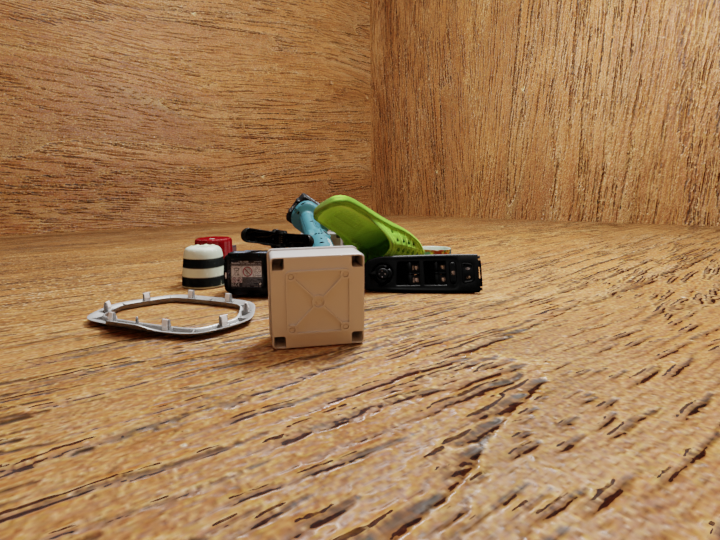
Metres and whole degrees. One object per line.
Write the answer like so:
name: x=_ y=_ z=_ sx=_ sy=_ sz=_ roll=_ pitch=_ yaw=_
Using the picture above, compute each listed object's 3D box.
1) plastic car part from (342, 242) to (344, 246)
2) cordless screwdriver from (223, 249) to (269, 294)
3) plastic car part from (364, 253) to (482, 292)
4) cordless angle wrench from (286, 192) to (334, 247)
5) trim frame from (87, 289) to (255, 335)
plastic car part: x=-0.002 y=-0.029 z=0.980 sx=0.112 sy=0.066 sz=0.073 roll=-3 pitch=-6 yaw=-32
cordless screwdriver: x=-0.197 y=-0.007 z=0.834 sx=0.163 sy=0.074 sz=0.245 roll=1 pitch=6 yaw=11
plastic car part: x=0.103 y=0.005 z=0.748 sx=0.204 sy=0.066 sz=0.066 roll=-1 pitch=-1 yaw=3
cordless angle wrench: x=-0.084 y=-0.055 z=0.859 sx=0.094 sy=0.074 sz=0.439 roll=32 pitch=13 yaw=-25
trim frame: x=-0.267 y=0.057 z=0.609 sx=0.258 sy=0.027 sz=0.179 roll=5 pitch=13 yaw=22
